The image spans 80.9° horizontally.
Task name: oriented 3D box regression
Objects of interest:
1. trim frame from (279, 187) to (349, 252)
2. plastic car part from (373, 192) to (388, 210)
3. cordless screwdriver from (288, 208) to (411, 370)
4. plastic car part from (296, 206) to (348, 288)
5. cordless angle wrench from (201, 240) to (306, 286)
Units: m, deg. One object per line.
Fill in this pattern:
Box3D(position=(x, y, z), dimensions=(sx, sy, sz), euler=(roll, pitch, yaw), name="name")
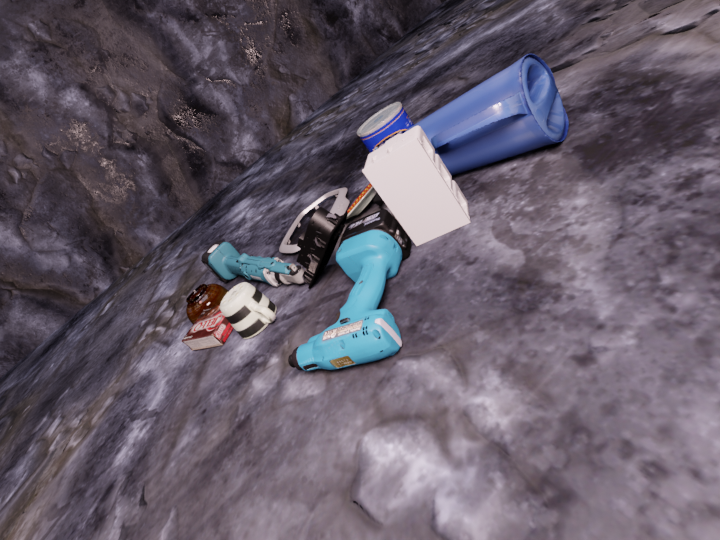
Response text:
Box3D(position=(-0.109, -0.121, 1.017), dimensions=(0.189, 0.026, 0.250), euler=(-23, 28, 32), name="trim frame")
Box3D(position=(0.067, -0.139, 0.787), dimensions=(0.071, 0.063, 0.121), euler=(-61, 26, -12), name="plastic car part")
Box3D(position=(-0.012, 0.029, 0.599), dimensions=(0.164, 0.071, 0.253), euler=(-24, 33, 31), name="cordless screwdriver")
Box3D(position=(-0.069, -0.045, 0.704), dimensions=(0.066, 0.068, 0.203), euler=(-47, -2, -30), name="plastic car part")
Box3D(position=(-0.241, -0.007, 0.951), dimensions=(0.444, 0.094, 0.074), euler=(8, 50, 52), name="cordless angle wrench")
